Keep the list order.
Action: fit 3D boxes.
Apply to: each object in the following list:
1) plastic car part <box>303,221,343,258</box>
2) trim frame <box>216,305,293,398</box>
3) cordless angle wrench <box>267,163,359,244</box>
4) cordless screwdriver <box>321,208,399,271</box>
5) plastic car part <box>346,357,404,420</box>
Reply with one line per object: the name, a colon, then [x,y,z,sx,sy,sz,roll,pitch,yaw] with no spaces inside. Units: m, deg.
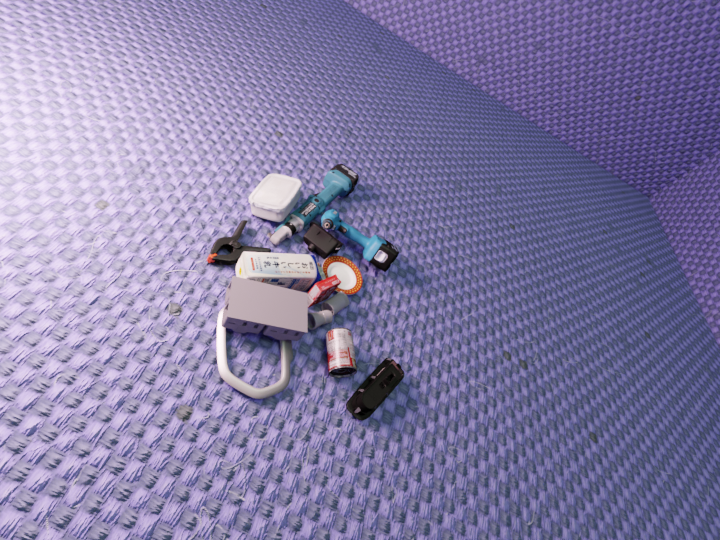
plastic car part: [-0.120,-0.078,1.224,0.117,0.066,0.070,36,59,2]
trim frame: [-0.239,0.169,0.968,0.177,0.027,0.258,6,50,-26]
cordless angle wrench: [-0.142,-0.198,1.297,0.099,0.074,0.419,34,47,5]
cordless screwdriver: [-0.008,-0.092,1.246,0.248,0.074,0.160,33,14,-3]
plastic car part: [0.047,0.284,1.024,0.198,0.068,0.067,-35,86,-41]
